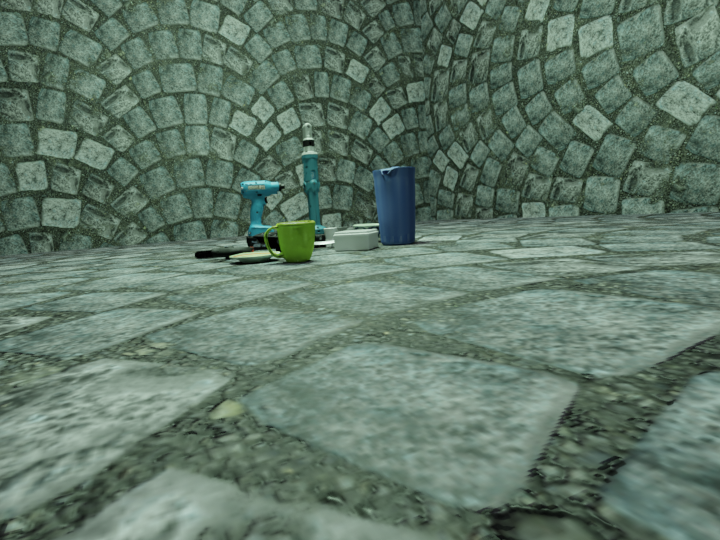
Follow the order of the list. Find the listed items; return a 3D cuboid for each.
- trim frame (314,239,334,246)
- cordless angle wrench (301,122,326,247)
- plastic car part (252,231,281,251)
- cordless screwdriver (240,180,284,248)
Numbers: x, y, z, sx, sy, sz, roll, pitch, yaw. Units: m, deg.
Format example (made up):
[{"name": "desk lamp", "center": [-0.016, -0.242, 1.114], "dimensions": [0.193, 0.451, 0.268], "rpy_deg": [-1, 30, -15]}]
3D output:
[{"name": "trim frame", "center": [-0.140, -0.092, 1.434], "dimensions": [0.176, 0.027, 0.261], "rpy_deg": [-10, 10, -40]}, {"name": "cordless angle wrench", "center": [-0.168, -0.290, 1.449], "dimensions": [0.072, 0.421, 0.101], "rpy_deg": [-5, 4, -22]}, {"name": "plastic car part", "center": [-0.239, -0.090, 1.327], "dimensions": [0.211, 0.067, 0.064], "rpy_deg": [0, 7, 28]}, {"name": "cordless screwdriver", "center": [-0.347, -0.202, 1.535], "dimensions": [0.156, 0.247, 0.076], "rpy_deg": [-5, 4, -15]}]
